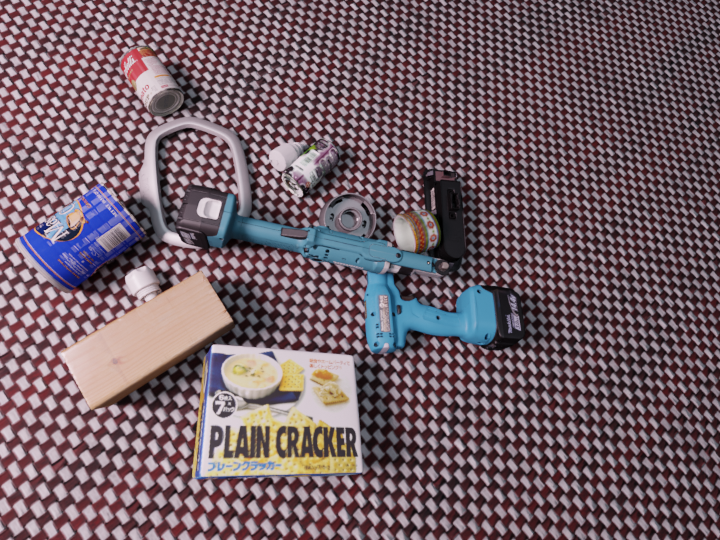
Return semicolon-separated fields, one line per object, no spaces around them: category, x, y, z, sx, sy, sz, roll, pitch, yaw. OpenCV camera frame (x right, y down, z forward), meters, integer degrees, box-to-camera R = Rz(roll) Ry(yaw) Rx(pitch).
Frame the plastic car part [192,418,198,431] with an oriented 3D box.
plastic car part;-0.175;0.222;0.613;0.115;0.066;0.071;26;57;-5

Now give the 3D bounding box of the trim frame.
trim frame;-0.285;-0.155;0.727;0.181;0.027;0.253;-10;77;-13

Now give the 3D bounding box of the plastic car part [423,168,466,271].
plastic car part;0.159;-0.096;0.759;0.064;0.068;0.206;6;75;-17

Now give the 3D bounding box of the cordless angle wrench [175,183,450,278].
cordless angle wrench;-0.065;-0.042;0.664;0.418;0.098;0.075;12;73;-6

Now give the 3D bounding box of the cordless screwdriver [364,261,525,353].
cordless screwdriver;0.129;0.055;0.701;0.247;0.073;0.163;1;64;-5
